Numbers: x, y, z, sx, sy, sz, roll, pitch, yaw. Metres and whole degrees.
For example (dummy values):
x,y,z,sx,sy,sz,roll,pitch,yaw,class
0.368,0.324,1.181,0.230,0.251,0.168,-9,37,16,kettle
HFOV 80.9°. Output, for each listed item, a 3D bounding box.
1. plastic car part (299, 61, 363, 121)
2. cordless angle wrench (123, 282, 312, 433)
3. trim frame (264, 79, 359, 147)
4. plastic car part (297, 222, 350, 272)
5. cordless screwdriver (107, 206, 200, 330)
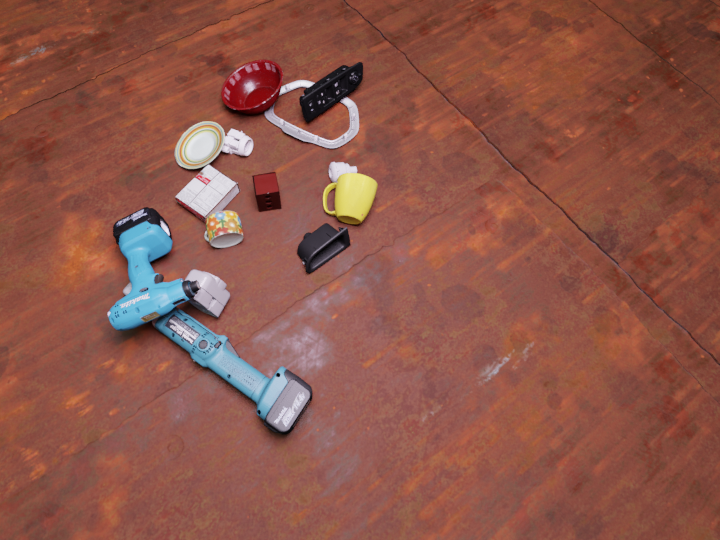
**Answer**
x,y,z,sx,sy,sz,roll,pitch,yaw,class
-0.076,-0.448,1.041,0.201,0.063,0.071,-38,49,-16,plastic car part
-0.285,0.143,0.789,0.434,0.072,0.098,31,68,13,cordless angle wrench
-0.119,-0.393,1.053,0.253,0.027,0.184,28,69,8,trim frame
-0.087,-0.057,0.892,0.115,0.063,0.074,-35,59,-13,plastic car part
-0.389,-0.017,0.800,0.159,0.071,0.261,-24,51,-1,cordless screwdriver
